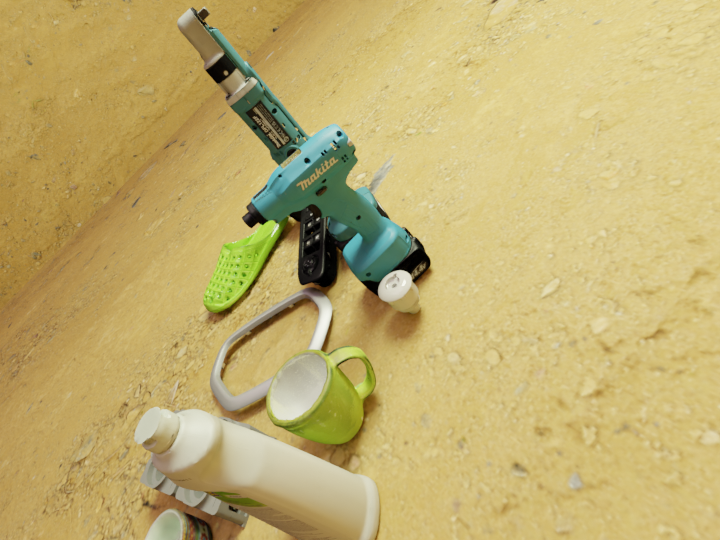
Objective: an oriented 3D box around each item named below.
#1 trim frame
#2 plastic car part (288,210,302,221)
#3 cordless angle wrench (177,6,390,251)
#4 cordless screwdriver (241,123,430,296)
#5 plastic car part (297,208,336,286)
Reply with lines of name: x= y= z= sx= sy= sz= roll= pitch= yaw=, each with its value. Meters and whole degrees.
trim frame: x=-0.147 y=0.120 z=0.681 sx=0.251 sy=0.026 sz=0.192 roll=-34 pitch=38 yaw=12
plastic car part: x=-0.114 y=-0.145 z=0.872 sx=0.069 sy=0.067 sz=0.116 roll=16 pitch=66 yaw=50
cordless angle wrench: x=-0.098 y=-0.178 z=0.610 sx=0.099 sy=0.401 sz=0.077 roll=-34 pitch=35 yaw=12
cordless screwdriver: x=-0.025 y=-0.051 z=0.559 sx=0.159 sy=0.236 sz=0.078 roll=-40 pitch=35 yaw=5
plastic car part: x=-0.073 y=-0.048 z=0.743 sx=0.068 sy=0.063 sz=0.209 roll=-25 pitch=40 yaw=24
